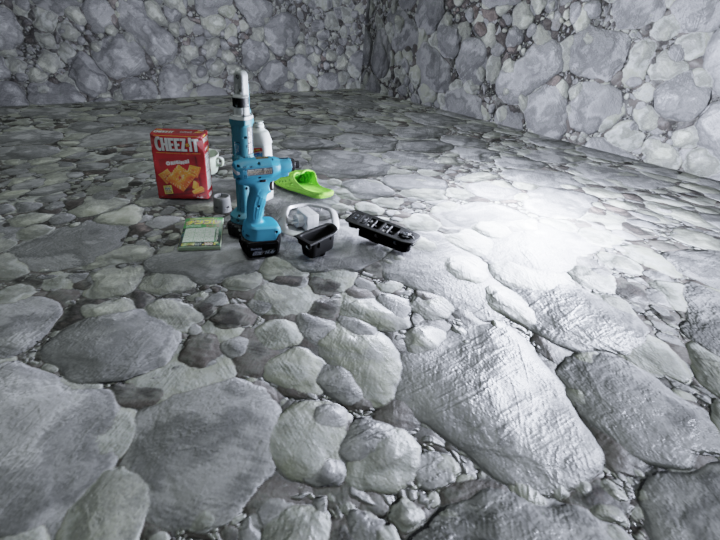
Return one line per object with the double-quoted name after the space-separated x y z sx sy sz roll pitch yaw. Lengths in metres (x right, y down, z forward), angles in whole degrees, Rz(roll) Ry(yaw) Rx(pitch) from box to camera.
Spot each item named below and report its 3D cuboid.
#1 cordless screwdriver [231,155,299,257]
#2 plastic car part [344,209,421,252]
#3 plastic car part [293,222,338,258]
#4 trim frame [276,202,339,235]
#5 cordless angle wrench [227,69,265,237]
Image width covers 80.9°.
-0.227 -0.158 1.038 0.154 0.243 0.078 -10 33 -25 "cordless screwdriver"
0.058 -0.098 1.131 0.212 0.065 0.065 20 33 26 "plastic car part"
-0.104 -0.068 1.065 0.113 0.069 0.070 -25 41 -39 "plastic car part"
-0.156 -0.148 1.236 0.183 0.027 0.257 -1 31 -6 "trim frame"
-0.297 -0.283 1.077 0.076 0.413 0.097 14 30 14 "cordless angle wrench"
